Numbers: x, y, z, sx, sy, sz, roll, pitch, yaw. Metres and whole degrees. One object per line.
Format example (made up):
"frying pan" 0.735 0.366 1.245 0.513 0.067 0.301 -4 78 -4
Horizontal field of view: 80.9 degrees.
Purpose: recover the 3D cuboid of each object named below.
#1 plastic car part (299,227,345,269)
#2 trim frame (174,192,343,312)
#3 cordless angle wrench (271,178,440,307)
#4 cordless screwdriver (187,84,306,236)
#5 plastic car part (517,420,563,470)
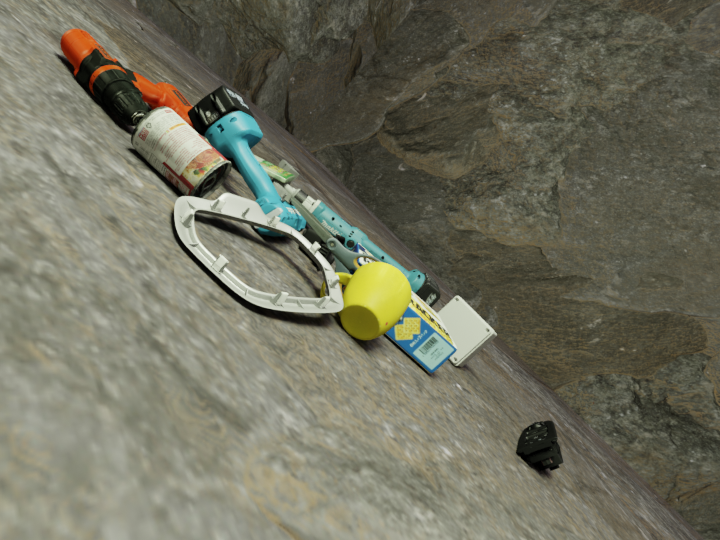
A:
"plastic car part" -0.073 -0.048 0.743 0.072 0.066 0.115 29 7 3
"trim frame" -0.107 -0.023 0.499 0.236 0.028 0.193 11 34 -53
"cordless angle wrench" -0.020 -0.059 0.894 0.420 0.098 0.074 38 14 -3
"cordless screwdriver" -0.169 -0.166 0.690 0.252 0.075 0.156 60 11 6
"plastic car part" 0.328 0.310 0.753 0.069 0.067 0.195 57 14 16
